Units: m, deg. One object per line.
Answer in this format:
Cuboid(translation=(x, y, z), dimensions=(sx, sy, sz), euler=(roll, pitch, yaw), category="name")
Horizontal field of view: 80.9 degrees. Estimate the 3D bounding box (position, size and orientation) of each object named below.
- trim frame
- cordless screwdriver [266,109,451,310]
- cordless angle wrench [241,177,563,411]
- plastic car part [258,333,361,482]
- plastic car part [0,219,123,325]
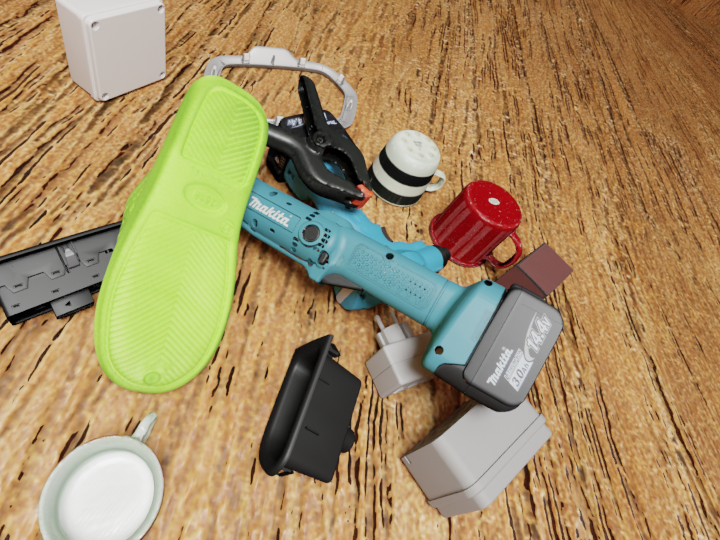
Cuboid(translation=(-0.114, -0.280, 0.648), dimensions=(0.240, 0.027, 0.192), euler=(-10, 59, -25), category="trim frame")
Cuboid(translation=(-0.004, -0.082, 0.519), dimensions=(0.154, 0.074, 0.257), euler=(-18, 68, -32), category="cordless screwdriver")
Cuboid(translation=(-0.040, -0.026, 0.412), dimensions=(0.440, 0.071, 0.098), euler=(30, 85, 20), category="cordless angle wrench")
Cuboid(translation=(-0.036, 0.127, 0.367), dimensions=(0.068, 0.067, 0.118), euler=(31, 52, -20), category="plastic car part")
Cuboid(translation=(-0.246, -0.002, 0.373), dimensions=(0.198, 0.067, 0.068), euler=(-33, 84, -36), category="plastic car part")
